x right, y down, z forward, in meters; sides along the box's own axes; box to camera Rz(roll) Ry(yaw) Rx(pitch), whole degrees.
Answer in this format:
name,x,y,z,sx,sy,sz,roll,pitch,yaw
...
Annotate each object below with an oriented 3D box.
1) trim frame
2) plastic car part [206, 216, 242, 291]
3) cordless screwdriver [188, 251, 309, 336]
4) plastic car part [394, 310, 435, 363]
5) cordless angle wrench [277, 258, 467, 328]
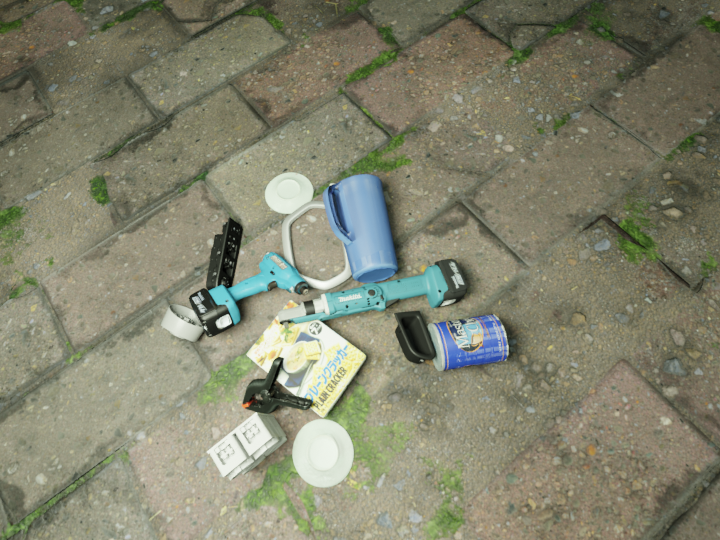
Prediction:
name,x,y,z,sx,sy,sz,roll,pitch,yaw
trim frame,-0.105,-0.069,1.074,0.184,0.027,0.256,-12,65,0
plastic car part,-0.346,-0.028,1.056,0.068,0.064,0.207,-5,67,10
cordless screwdriver,-0.249,0.059,0.962,0.244,0.071,0.168,-33,47,-25
plastic car part,0.112,0.156,0.938,0.064,0.070,0.121,-3,56,-21
cordless angle wrench,0.023,0.061,0.950,0.417,0.073,0.101,-11,64,-9
